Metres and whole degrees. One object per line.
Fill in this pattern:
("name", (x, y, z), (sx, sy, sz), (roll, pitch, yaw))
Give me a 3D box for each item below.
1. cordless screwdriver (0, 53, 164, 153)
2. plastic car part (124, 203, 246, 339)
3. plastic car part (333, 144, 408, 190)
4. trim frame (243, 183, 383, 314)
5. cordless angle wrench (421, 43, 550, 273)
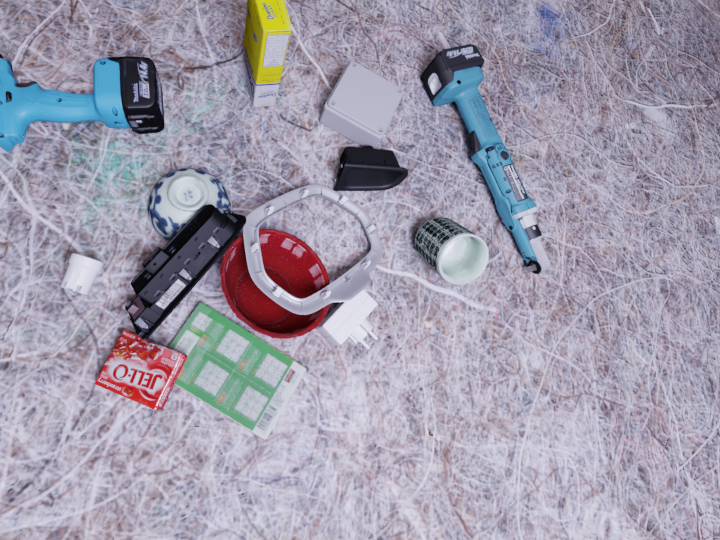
("cordless screwdriver", (-0.419, -0.263, 0.608), (0.244, 0.074, 0.162), (-12, 78, -13))
("plastic car part", (-0.238, -0.013, 0.557), (0.202, 0.070, 0.064), (-47, 125, -11))
("plastic car part", (0.012, -0.175, 0.701), (0.113, 0.066, 0.073), (-5, 63, -20))
("trim frame", (-0.060, -0.039, 0.617), (0.186, 0.028, 0.243), (52, 47, 5))
("cordless angle wrench", (0.238, -0.196, 0.755), (0.096, 0.075, 0.428), (-19, 82, -20))
